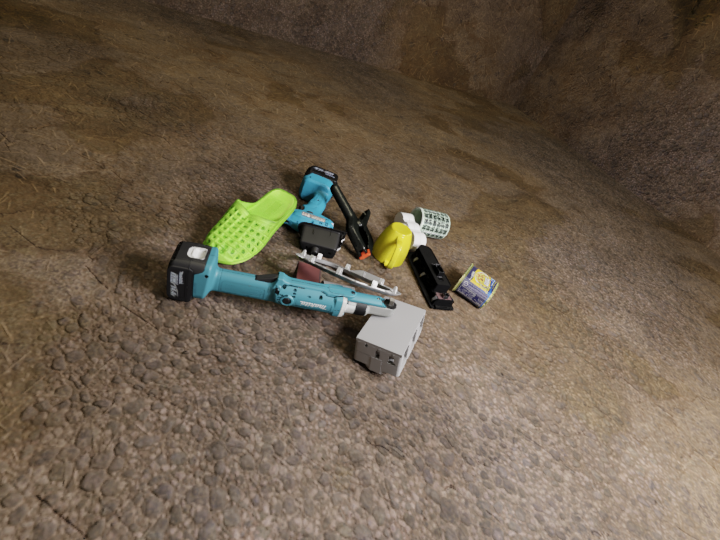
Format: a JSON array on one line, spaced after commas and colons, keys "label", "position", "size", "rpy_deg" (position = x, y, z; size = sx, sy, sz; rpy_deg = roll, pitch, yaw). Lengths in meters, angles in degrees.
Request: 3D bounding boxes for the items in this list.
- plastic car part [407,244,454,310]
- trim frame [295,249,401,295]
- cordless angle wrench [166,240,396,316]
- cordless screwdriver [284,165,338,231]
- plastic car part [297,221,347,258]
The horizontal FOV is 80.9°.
[{"label": "plastic car part", "position": [0.174, 0.006, 1.054], "size": [0.064, 0.066, 0.212], "rpy_deg": [1, 39, -19]}, {"label": "trim frame", "position": [-0.028, 0.002, 0.888], "size": [0.263, 0.027, 0.174], "rpy_deg": [21, 3, 37]}, {"label": "cordless angle wrench", "position": [-0.138, 0.037, 0.790], "size": [0.417, 0.096, 0.076], "rpy_deg": [11, 38, -8]}, {"label": "cordless screwdriver", "position": [-0.143, -0.189, 1.122], "size": [0.157, 0.073, 0.255], "rpy_deg": [16, 40, -9]}, {"label": "plastic car part", "position": [-0.098, -0.064, 1.005], "size": [0.115, 0.065, 0.073], "rpy_deg": [13, 52, -8]}]
